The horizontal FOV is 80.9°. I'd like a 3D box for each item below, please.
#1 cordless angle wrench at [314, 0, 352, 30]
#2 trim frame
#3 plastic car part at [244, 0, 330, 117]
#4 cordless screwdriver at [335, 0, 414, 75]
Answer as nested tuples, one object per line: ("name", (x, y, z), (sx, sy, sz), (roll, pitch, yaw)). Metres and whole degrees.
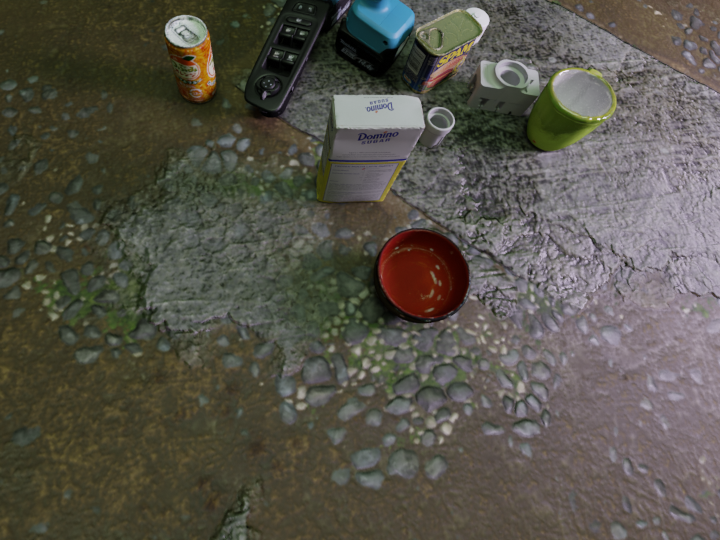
("cordless angle wrench", (-0.024, -0.492, 0.501), (0.075, 0.420, 0.098), (33, 69, 0))
("trim frame", (-0.052, -0.034, 0.532), (0.245, 0.027, 0.189), (-28, 75, -16))
("plastic car part", (-0.108, -0.300, 0.607), (0.066, 0.066, 0.205), (20, 68, -2))
("cordless screwdriver", (0.056, -0.370, 0.556), (0.161, 0.247, 0.074), (35, 69, 3))
